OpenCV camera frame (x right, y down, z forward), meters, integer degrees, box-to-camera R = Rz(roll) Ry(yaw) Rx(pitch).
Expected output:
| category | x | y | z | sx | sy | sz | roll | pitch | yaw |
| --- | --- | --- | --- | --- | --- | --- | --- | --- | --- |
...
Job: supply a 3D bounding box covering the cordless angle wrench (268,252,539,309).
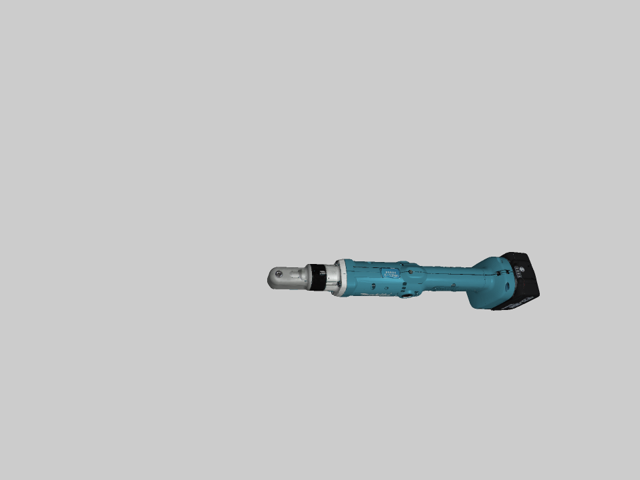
| category | x | y | z | sx | sy | sz | roll | pitch | yaw |
| --- | --- | --- | --- | --- | --- | --- | --- | --- | --- |
| cordless angle wrench | 0.130 | 0.062 | 0.657 | 0.423 | 0.074 | 0.098 | 3 | -27 | -14 |
